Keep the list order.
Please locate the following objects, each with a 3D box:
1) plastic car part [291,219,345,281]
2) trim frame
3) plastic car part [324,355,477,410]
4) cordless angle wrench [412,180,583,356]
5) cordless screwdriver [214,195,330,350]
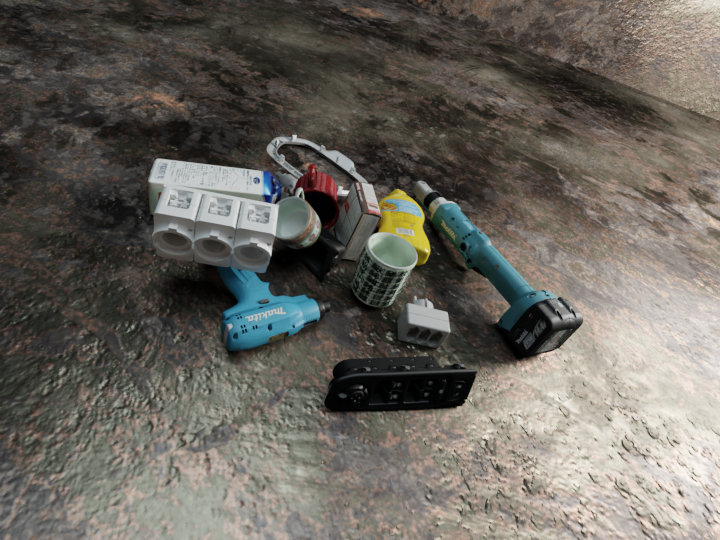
[{"bbox_3d":[-0.071,-0.047,0.730,0.068,0.065,0.122,-9,44,-46],"label":"plastic car part"},{"bbox_3d":[-0.091,-0.230,0.912,0.259,0.027,0.178,38,37,23],"label":"trim frame"},{"bbox_3d":[0.048,0.144,0.564,0.197,0.065,0.070,-1,37,-18],"label":"plastic car part"},{"bbox_3d":[0.211,-0.042,0.784,0.072,0.096,0.445,-4,44,-28],"label":"cordless angle wrench"},{"bbox_3d":[-0.162,-0.005,0.647,0.154,0.073,0.260,-14,55,-29],"label":"cordless screwdriver"}]
